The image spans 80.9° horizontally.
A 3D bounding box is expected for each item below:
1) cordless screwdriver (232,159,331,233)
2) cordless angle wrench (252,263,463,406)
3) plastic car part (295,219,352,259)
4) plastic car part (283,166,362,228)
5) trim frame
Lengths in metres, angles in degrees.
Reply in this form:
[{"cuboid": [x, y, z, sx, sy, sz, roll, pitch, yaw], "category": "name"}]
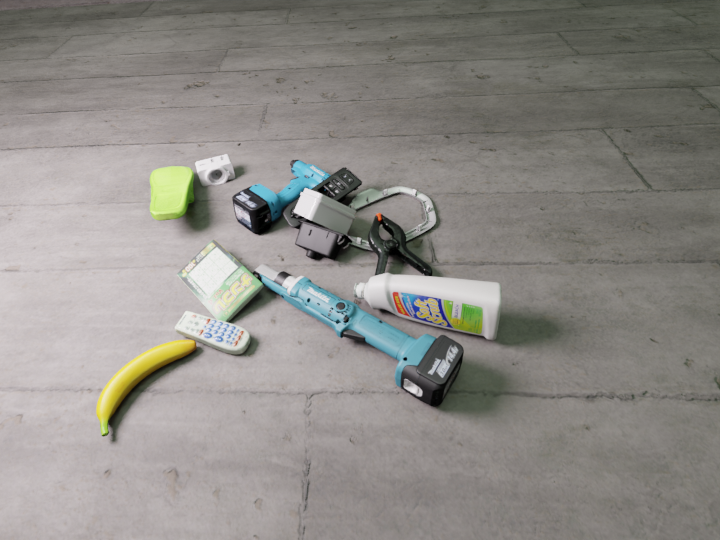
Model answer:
[{"cuboid": [-0.196, -0.195, 1.026, 0.243, 0.072, 0.168, -33, 53, -28], "category": "cordless screwdriver"}, {"cuboid": [-0.033, 0.082, 0.759, 0.444, 0.071, 0.097, 26, 54, 28], "category": "cordless angle wrench"}, {"cuboid": [-0.088, -0.057, 0.897, 0.121, 0.063, 0.071, 17, 82, 21], "category": "plastic car part"}, {"cuboid": [-0.094, -0.160, 0.983, 0.200, 0.066, 0.068, -37, 76, -22], "category": "plastic car part"}, {"cuboid": [0.056, -0.127, 0.971, 0.244, 0.026, 0.194, -27, 50, -17], "category": "trim frame"}]
